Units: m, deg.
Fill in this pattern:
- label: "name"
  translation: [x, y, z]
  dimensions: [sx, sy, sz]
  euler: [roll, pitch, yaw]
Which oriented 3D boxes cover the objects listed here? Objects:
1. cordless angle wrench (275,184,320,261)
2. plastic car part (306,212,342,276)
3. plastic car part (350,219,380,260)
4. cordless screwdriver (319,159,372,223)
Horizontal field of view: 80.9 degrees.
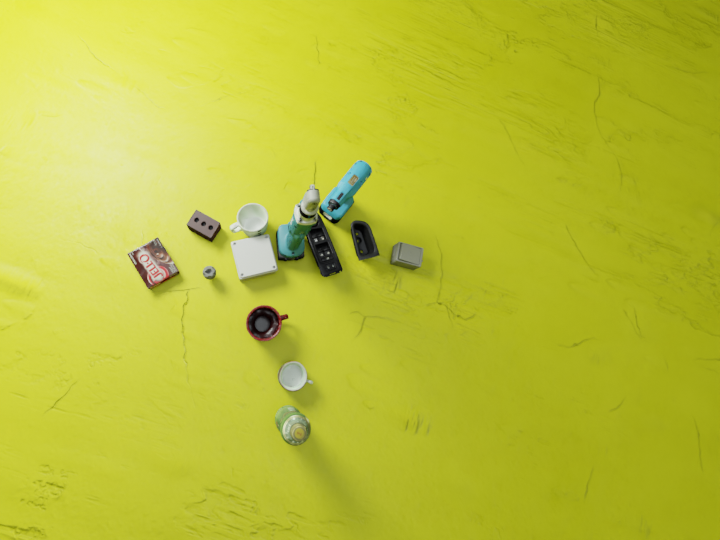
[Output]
- label: "cordless angle wrench"
  translation: [-0.150, -0.109, 1.037]
  dimensions: [0.073, 0.426, 0.099]
  euler: [-4, 80, -17]
- label: "plastic car part"
  translation: [-0.120, -0.078, 1.223]
  dimensions: [0.065, 0.067, 0.206]
  euler: [-18, 80, -17]
- label: "plastic car part"
  translation: [0.002, -0.086, 1.247]
  dimensions: [0.065, 0.071, 0.118]
  euler: [-14, 80, -17]
- label: "cordless screwdriver"
  translation: [-0.060, -0.193, 1.169]
  dimensions: [0.074, 0.251, 0.159]
  euler: [39, 72, -6]
